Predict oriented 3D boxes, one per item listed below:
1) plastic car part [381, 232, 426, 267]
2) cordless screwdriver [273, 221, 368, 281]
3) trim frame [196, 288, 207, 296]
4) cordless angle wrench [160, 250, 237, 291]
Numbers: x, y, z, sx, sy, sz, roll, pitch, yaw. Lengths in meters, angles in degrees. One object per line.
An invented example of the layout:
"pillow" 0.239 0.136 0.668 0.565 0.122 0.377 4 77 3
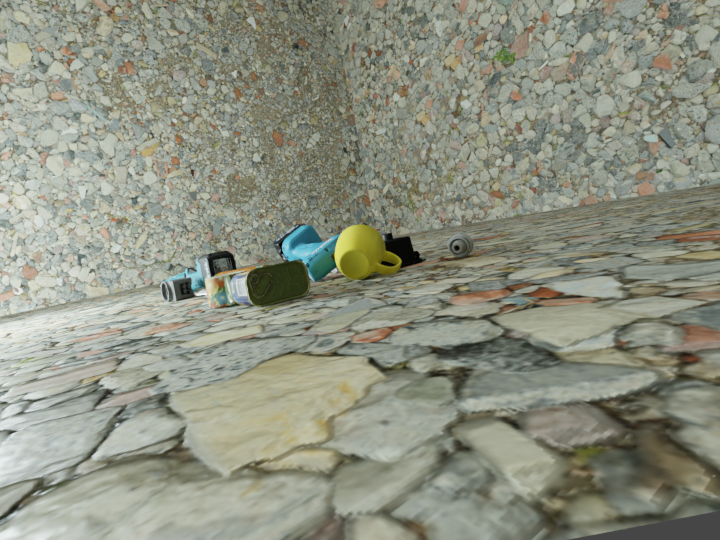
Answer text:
"plastic car part" 0.062 -0.039 0.824 0.112 0.071 0.069 -10 2 -40
"cordless screwdriver" -0.092 -0.060 0.940 0.158 0.072 0.260 -40 24 -15
"trim frame" -0.243 0.033 0.926 0.258 0.027 0.178 -6 6 29
"cordless angle wrench" -0.478 0.028 1.185 0.071 0.098 0.440 -13 1 -43
